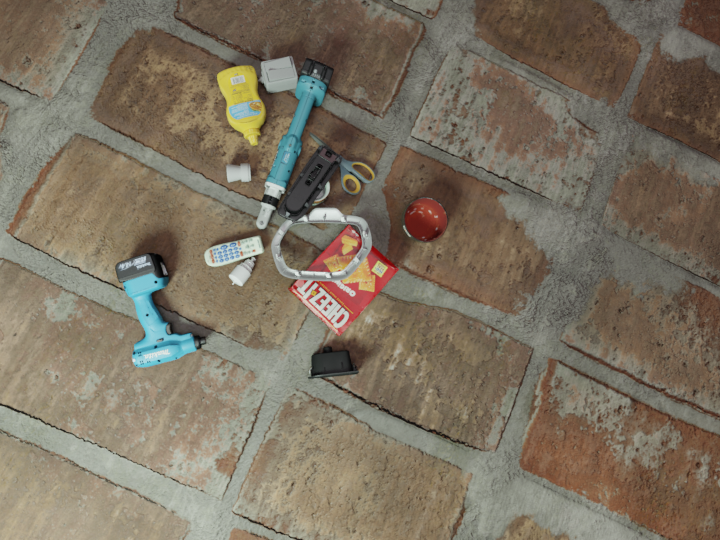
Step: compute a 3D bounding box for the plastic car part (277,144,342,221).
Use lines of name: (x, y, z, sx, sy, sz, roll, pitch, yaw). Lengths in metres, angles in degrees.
plastic car part: (-0.117, -0.203, 0.982, 0.065, 0.068, 0.203, 34, 84, -10)

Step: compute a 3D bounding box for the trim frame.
trim frame: (-0.096, -0.063, 0.983, 0.257, 0.026, 0.187, 2, 64, 22)

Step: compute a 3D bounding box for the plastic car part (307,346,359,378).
plastic car part: (-0.067, 0.215, 0.995, 0.116, 0.065, 0.072, -2, 70, -4)

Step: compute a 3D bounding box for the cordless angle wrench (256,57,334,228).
cordless angle wrench: (-0.172, -0.300, 1.029, 0.073, 0.099, 0.424, 20, 85, -10)

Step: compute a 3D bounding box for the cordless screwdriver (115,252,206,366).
cordless screwdriver: (-0.454, 0.083, 0.963, 0.157, 0.075, 0.249, -14, 89, -8)
